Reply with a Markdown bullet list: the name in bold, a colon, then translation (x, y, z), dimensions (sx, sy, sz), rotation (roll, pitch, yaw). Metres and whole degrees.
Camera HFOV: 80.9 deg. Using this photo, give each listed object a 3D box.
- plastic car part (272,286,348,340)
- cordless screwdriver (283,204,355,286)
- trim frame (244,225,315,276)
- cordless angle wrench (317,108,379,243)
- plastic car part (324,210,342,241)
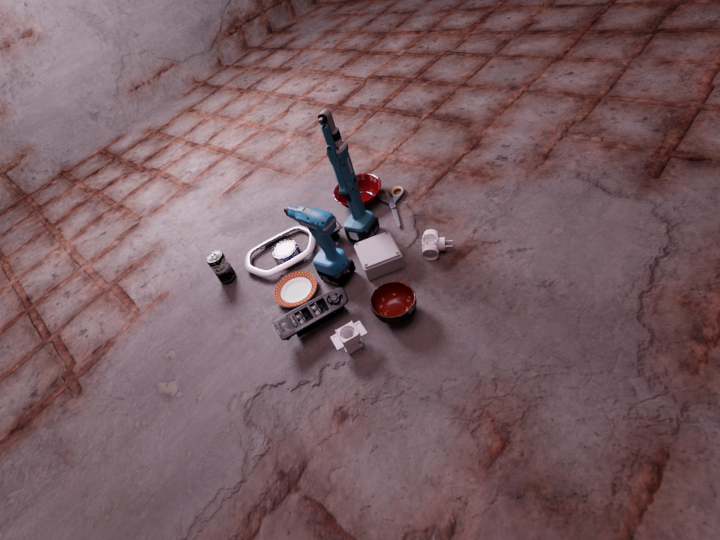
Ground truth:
- **plastic car part**: translation (-0.117, 0.117, 1.083), dimensions (0.201, 0.064, 0.070), rotation (-31, 45, -9)
- **cordless screwdriver**: translation (-0.111, -0.073, 1.137), dimensions (0.168, 0.237, 0.074), rotation (21, 57, 35)
- **trim frame**: translation (-0.252, -0.064, 1.337), dimensions (0.247, 0.026, 0.194), rotation (-31, 45, -8)
- **cordless angle wrench**: translation (-0.038, -0.246, 1.152), dimensions (0.078, 0.403, 0.098), rotation (13, 53, 30)
- **plastic car part**: translation (-0.100, -0.127, 1.306), dimensions (0.065, 0.067, 0.123), rotation (-29, 44, -8)
